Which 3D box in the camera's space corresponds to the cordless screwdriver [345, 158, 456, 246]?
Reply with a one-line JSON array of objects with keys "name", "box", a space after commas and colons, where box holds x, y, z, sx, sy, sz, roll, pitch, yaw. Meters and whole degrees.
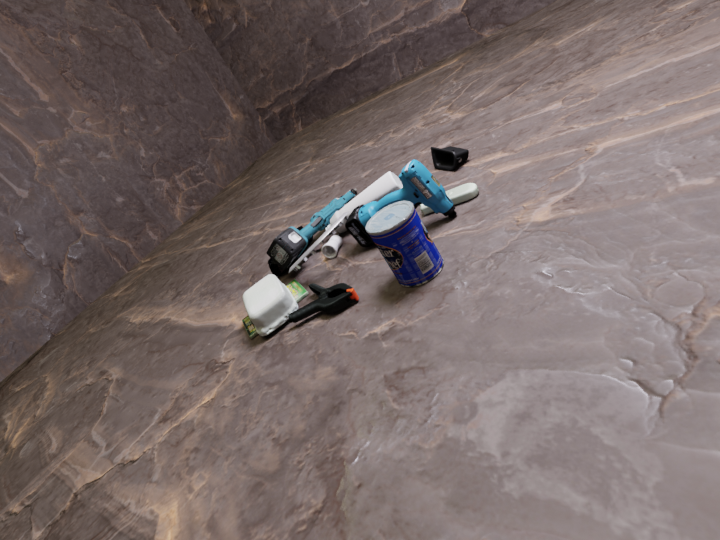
[{"name": "cordless screwdriver", "box": [0.092, -0.137, 1.014, 0.254, 0.156, 0.074, -34, 15, 39]}]

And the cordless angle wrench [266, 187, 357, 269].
[{"name": "cordless angle wrench", "box": [-0.122, -0.152, 1.292, 0.418, 0.075, 0.098, -48, -2, -45]}]

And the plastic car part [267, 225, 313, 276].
[{"name": "plastic car part", "box": [-0.202, -0.065, 1.279, 0.070, 0.063, 0.203, -6, 37, 30]}]

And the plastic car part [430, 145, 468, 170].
[{"name": "plastic car part", "box": [0.261, -0.323, 1.192, 0.070, 0.064, 0.122, -25, 26, -16]}]

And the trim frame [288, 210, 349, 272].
[{"name": "trim frame", "box": [-0.111, -0.073, 1.137, 0.251, 0.027, 0.183, -42, 9, 41]}]
